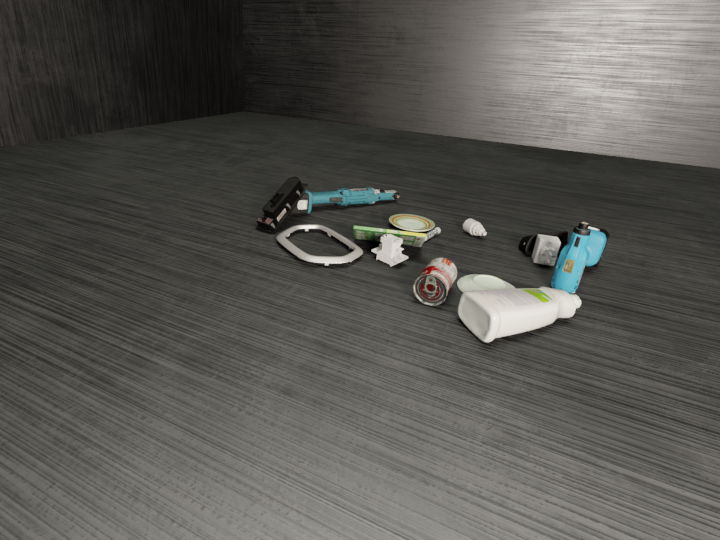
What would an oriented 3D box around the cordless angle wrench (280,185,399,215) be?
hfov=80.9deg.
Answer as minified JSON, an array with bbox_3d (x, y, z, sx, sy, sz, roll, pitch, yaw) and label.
[{"bbox_3d":[-0.054,-0.239,1.382,0.408,0.073,0.103,-8,29,-27],"label":"cordless angle wrench"}]

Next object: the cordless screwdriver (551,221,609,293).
[{"bbox_3d":[0.516,-0.057,0.981,0.078,0.156,0.241,22,29,31],"label":"cordless screwdriver"}]

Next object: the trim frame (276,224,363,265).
[{"bbox_3d":[-0.106,-0.069,1.080,0.178,0.027,0.263,-16,31,-32],"label":"trim frame"}]

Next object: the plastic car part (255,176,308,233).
[{"bbox_3d":[-0.223,-0.196,1.194,0.070,0.064,0.202,14,52,30],"label":"plastic car part"}]

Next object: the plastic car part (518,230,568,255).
[{"bbox_3d":[0.477,-0.073,1.127,0.116,0.065,0.072,-2,11,-5],"label":"plastic car part"}]
